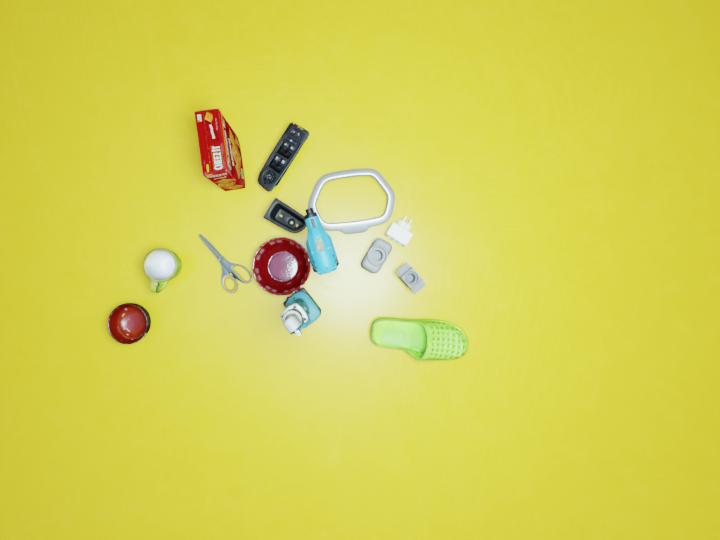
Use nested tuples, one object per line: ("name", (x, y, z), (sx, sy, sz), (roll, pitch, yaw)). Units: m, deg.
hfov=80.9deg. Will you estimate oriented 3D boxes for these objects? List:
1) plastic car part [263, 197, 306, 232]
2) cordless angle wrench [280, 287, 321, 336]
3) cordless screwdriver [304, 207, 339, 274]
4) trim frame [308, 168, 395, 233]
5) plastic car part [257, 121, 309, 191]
("plastic car part", (-0.204, -0.144, 1.192), (0.117, 0.071, 0.066), (31, 87, 1))
("cordless angle wrench", (-0.147, 0.102, 0.999), (0.074, 0.423, 0.098), (-38, 92, -4))
("cordless screwdriver", (-0.107, -0.070, 1.097), (0.074, 0.249, 0.160), (-17, 90, -4))
("trim frame", (-0.026, -0.198, 1.214), (0.249, 0.027, 0.185), (-8, 86, 1))
("plastic car part", (-0.223, -0.317, 1.206), (0.066, 0.067, 0.203), (32, 87, 0))
